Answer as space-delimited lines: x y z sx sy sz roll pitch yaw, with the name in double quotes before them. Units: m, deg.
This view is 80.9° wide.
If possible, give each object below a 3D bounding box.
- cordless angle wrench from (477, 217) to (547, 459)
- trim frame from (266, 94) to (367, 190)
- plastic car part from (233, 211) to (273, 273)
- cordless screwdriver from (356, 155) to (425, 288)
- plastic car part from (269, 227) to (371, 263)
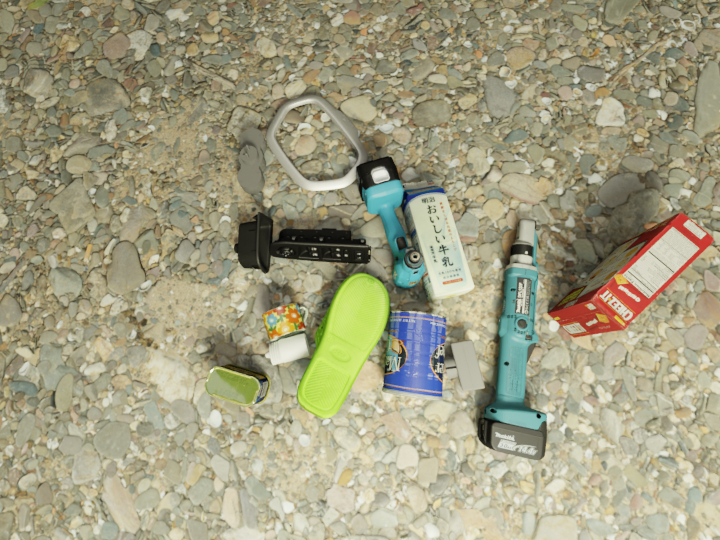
"cordless angle wrench" 0.284 0.102 0.763 0.099 0.073 0.428 9 74 5
"trim frame" -0.095 -0.278 0.919 0.183 0.027 0.256 -36 73 -4
"plastic car part" -0.221 -0.053 0.856 0.073 0.063 0.118 0 78 18
"cordless screwdriver" 0.060 -0.096 0.789 0.074 0.155 0.255 -16 73 -3
"plastic car part" -0.082 -0.054 0.838 0.204 0.064 0.068 -1 66 4
